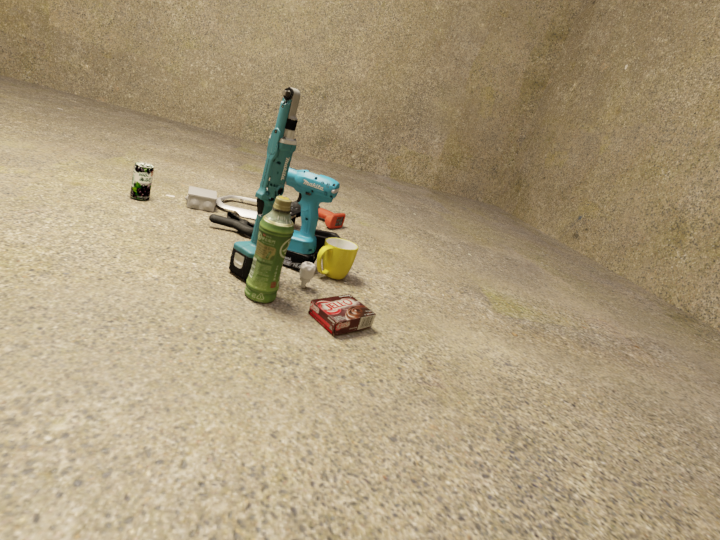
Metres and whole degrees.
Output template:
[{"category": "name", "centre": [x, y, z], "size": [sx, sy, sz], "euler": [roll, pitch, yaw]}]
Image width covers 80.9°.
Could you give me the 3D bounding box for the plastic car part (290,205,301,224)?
[{"category": "plastic car part", "centre": [-0.253, -0.160, 1.338], "size": [0.068, 0.066, 0.199], "euler": [22, 21, 14]}]

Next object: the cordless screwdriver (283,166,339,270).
[{"category": "cordless screwdriver", "centre": [-0.160, -0.134, 1.077], "size": [0.163, 0.246, 0.073], "euler": [22, 19, 11]}]

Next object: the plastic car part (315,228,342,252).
[{"category": "plastic car part", "centre": [-0.119, -0.078, 1.217], "size": [0.112, 0.070, 0.069], "euler": [7, 22, -26]}]

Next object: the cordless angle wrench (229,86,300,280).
[{"category": "cordless angle wrench", "centre": [-0.195, -0.179, 0.921], "size": [0.078, 0.419, 0.094], "euler": [29, 21, 29]}]

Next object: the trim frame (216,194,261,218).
[{"category": "trim frame", "centre": [-0.375, -0.216, 1.447], "size": [0.243, 0.027, 0.190], "euler": [11, 21, -14]}]
